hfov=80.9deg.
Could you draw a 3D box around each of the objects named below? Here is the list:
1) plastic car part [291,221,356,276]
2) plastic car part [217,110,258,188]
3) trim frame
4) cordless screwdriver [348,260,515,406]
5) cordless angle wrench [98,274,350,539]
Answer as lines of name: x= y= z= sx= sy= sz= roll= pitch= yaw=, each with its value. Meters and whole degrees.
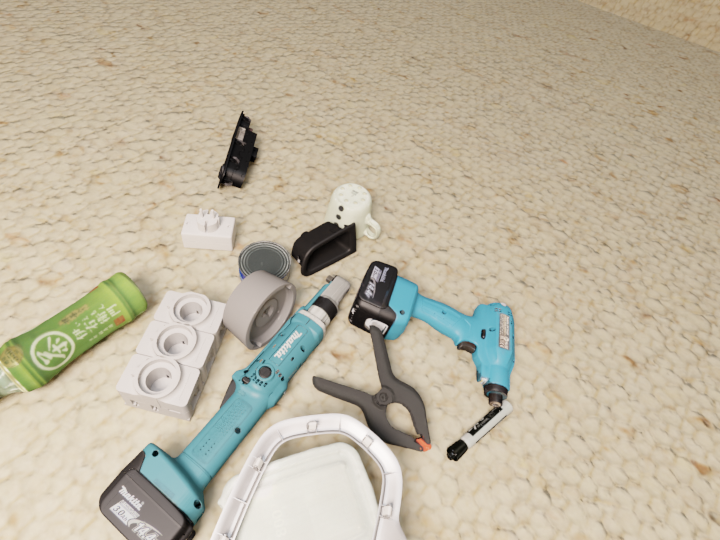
plastic car part: x=-0.071 y=-0.047 z=0.730 sx=0.114 sy=0.063 sz=0.075 roll=-27 pitch=46 yaw=-23
plastic car part: x=-0.246 y=-0.234 z=0.857 sx=0.064 sy=0.067 sz=0.208 roll=26 pitch=45 yaw=-23
trim frame: x=-0.048 y=0.262 z=0.419 sx=0.187 sy=0.027 sz=0.250 roll=20 pitch=50 yaw=6
cordless screwdriver: x=0.107 y=0.090 z=0.630 sx=0.250 sy=0.073 sz=0.161 roll=18 pitch=51 yaw=2
cordless angle wrench: x=-0.129 y=0.145 z=0.556 sx=0.101 sy=0.073 sz=0.419 roll=29 pitch=51 yaw=13
